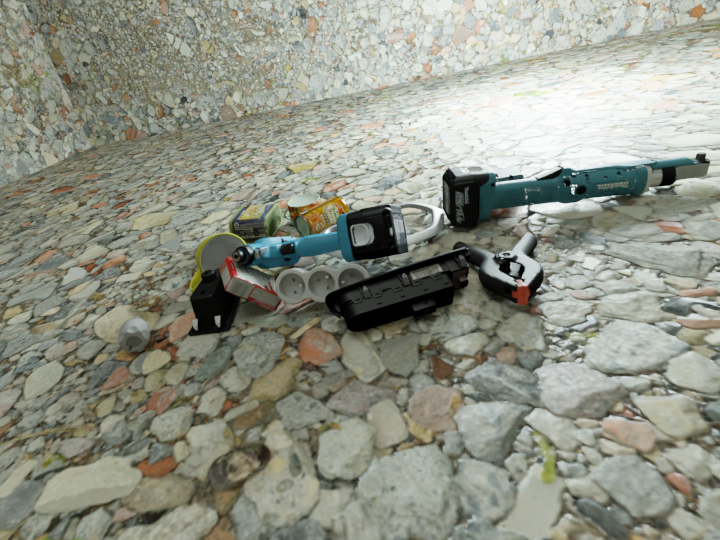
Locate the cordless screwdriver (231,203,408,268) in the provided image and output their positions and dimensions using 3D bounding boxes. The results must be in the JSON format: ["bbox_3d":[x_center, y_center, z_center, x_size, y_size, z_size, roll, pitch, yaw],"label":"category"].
[{"bbox_3d":[-0.063,-0.041,0.647,0.258,0.074,0.153,-9,2,27],"label":"cordless screwdriver"}]

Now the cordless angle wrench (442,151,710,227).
[{"bbox_3d":[0.361,-0.147,0.720,0.427,0.095,0.076,-6,28,5],"label":"cordless angle wrench"}]

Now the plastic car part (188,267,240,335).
[{"bbox_3d":[-0.230,0.037,0.661,0.067,0.068,0.119,-10,32,6],"label":"plastic car part"}]

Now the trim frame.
[{"bbox_3d":[0.037,-0.075,0.783,0.246,0.026,0.193,-21,31,-10],"label":"trim frame"}]

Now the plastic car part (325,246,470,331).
[{"bbox_3d":[0.056,0.035,0.562,0.202,0.064,0.070,-14,54,-2],"label":"plastic car part"}]
